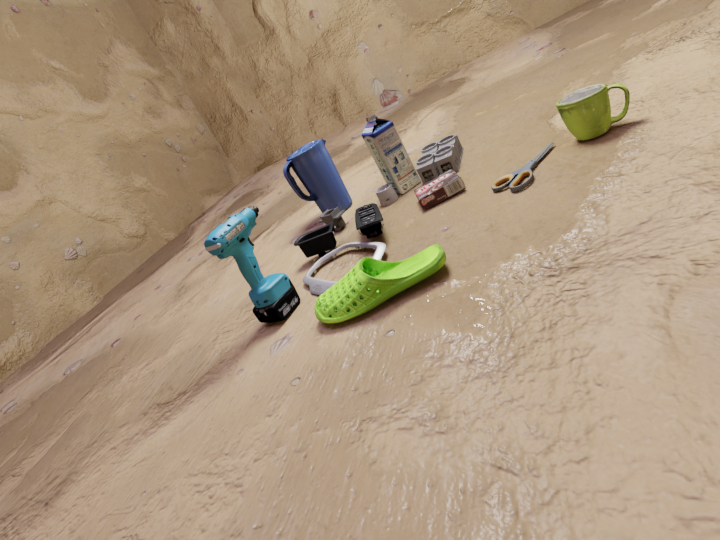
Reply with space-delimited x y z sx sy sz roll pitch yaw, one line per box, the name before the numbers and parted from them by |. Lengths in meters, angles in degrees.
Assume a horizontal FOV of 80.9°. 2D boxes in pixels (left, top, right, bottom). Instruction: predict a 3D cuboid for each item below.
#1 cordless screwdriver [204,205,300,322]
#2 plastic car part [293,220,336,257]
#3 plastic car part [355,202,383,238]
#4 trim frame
cordless screwdriver | -0.224 -0.015 0.943 0.077 0.241 0.158 -14 26 38
plastic car part | -0.111 -0.072 1.131 0.119 0.068 0.067 -23 23 18
plastic car part | 0.026 -0.126 1.077 0.067 0.065 0.208 -28 24 8
trim frame | -0.042 -0.009 0.980 0.182 0.026 0.260 -43 26 -24
